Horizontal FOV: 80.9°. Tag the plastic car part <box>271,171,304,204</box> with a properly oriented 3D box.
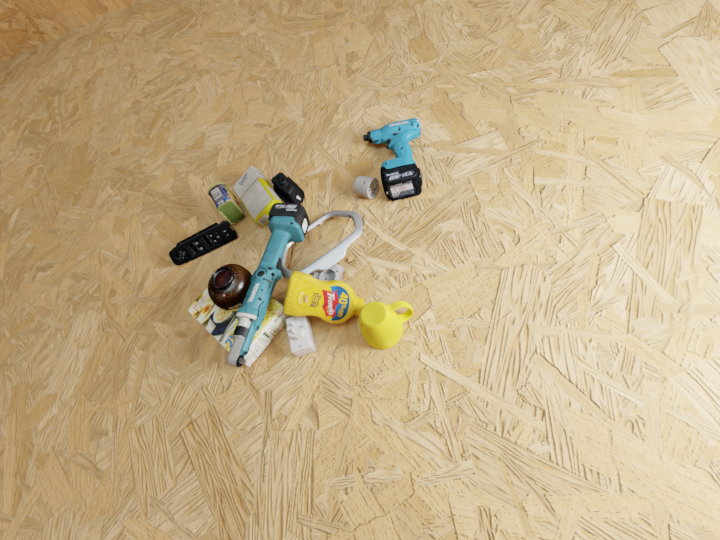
[{"bbox_3d":[-0.211,-0.237,1.196,0.066,0.067,0.123,-43,53,-6],"label":"plastic car part"}]

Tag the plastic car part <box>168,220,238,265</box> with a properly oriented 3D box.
[{"bbox_3d":[-0.454,-0.085,1.204,0.203,0.063,0.070,-29,46,2],"label":"plastic car part"}]

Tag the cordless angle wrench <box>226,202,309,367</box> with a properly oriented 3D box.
[{"bbox_3d":[-0.220,0.021,0.979,0.101,0.071,0.429,3,55,15],"label":"cordless angle wrench"}]

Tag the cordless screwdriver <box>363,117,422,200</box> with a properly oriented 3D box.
[{"bbox_3d":[0.083,-0.300,1.122,0.163,0.071,0.255,-8,55,16],"label":"cordless screwdriver"}]

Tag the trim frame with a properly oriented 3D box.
[{"bbox_3d":[-0.103,-0.067,1.055,0.248,0.026,0.194,-36,39,-4],"label":"trim frame"}]
